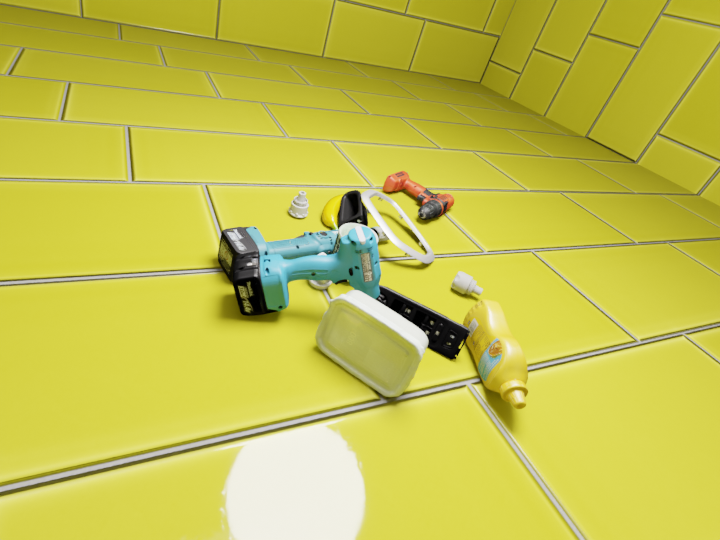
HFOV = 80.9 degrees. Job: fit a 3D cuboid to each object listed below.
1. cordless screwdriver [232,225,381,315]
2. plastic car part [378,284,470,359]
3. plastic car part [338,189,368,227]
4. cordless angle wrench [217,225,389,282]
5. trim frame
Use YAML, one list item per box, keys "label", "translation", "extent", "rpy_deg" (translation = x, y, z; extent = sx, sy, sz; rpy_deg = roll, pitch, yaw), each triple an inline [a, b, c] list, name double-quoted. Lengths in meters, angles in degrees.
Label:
- label: "cordless screwdriver"
  translation: [-0.087, 0.021, 0.732]
  extent: [0.249, 0.153, 0.077]
  rpy_deg: [-12, 36, 0]
- label: "plastic car part"
  translation: [0.096, 0.080, 0.786]
  extent: [0.208, 0.065, 0.066]
  rpy_deg: [25, 25, 13]
- label: "plastic car part"
  translation: [-0.009, -0.139, 1.037]
  extent: [0.067, 0.067, 0.120]
  rpy_deg: [49, 29, -35]
- label: "cordless angle wrench"
  translation: [-0.088, -0.058, 0.901]
  extent: [0.406, 0.073, 0.103]
  rpy_deg: [-11, 44, -36]
- label: "trim frame"
  translation: [0.089, -0.110, 1.023]
  extent: [0.175, 0.028, 0.260]
  rpy_deg: [5, 42, -47]
